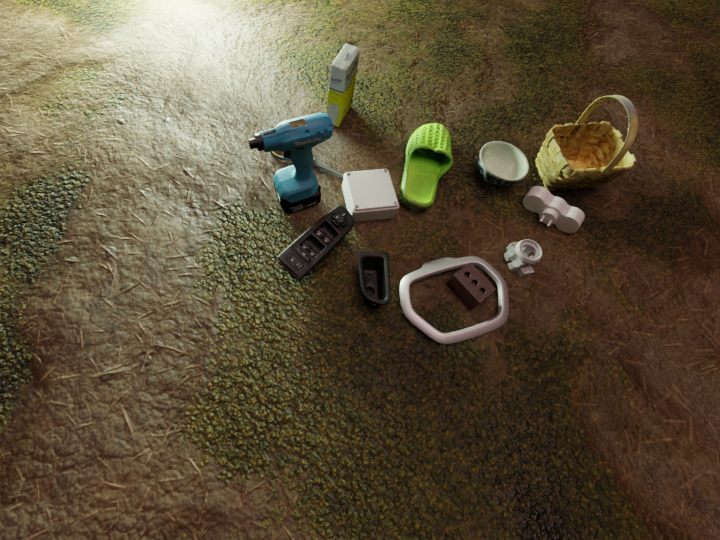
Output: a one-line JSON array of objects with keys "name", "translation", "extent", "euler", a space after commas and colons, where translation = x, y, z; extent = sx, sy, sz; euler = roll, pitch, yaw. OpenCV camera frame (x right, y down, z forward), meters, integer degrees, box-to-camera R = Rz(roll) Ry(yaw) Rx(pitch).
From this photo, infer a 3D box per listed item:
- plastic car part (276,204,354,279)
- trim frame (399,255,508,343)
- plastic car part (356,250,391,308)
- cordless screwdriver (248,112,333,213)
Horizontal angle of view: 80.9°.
[{"name": "plastic car part", "translation": [-0.088, -0.057, 0.896], "extent": [0.068, 0.066, 0.201], "euler": [38, 65, 11]}, {"name": "trim frame", "translation": [0.199, 0.054, 0.890], "extent": [0.244, 0.027, 0.191], "euler": [-17, 66, -14]}, {"name": "plastic car part", "translation": [0.023, 0.026, 0.862], "extent": [0.065, 0.070, 0.120], "euler": [1, 63, -8]}, {"name": "cordless screwdriver", "translation": [-0.147, -0.212, 0.869], "extent": [0.156, 0.245, 0.077], "euler": [-18, 70, -17]}]
